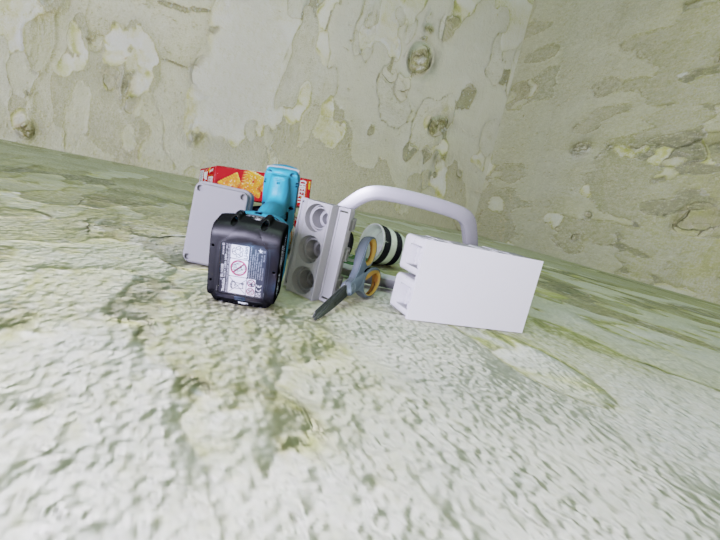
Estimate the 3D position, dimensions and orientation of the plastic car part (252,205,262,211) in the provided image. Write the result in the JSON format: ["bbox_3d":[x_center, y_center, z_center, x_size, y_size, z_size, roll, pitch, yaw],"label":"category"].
[{"bbox_3d":[-0.228,-0.125,1.007,0.064,0.066,0.212,0,11,-26],"label":"plastic car part"}]

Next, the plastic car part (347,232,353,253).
[{"bbox_3d":[-0.075,-0.049,0.763,0.074,0.066,0.111,-1,-2,40],"label":"plastic car part"}]

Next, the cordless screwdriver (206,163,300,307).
[{"bbox_3d":[-0.124,-0.033,0.547,0.074,0.156,0.254,9,26,-4],"label":"cordless screwdriver"}]

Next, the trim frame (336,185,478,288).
[{"bbox_3d":[0.056,-0.038,0.631,0.244,0.182,0.028,12,36,-10],"label":"trim frame"}]
